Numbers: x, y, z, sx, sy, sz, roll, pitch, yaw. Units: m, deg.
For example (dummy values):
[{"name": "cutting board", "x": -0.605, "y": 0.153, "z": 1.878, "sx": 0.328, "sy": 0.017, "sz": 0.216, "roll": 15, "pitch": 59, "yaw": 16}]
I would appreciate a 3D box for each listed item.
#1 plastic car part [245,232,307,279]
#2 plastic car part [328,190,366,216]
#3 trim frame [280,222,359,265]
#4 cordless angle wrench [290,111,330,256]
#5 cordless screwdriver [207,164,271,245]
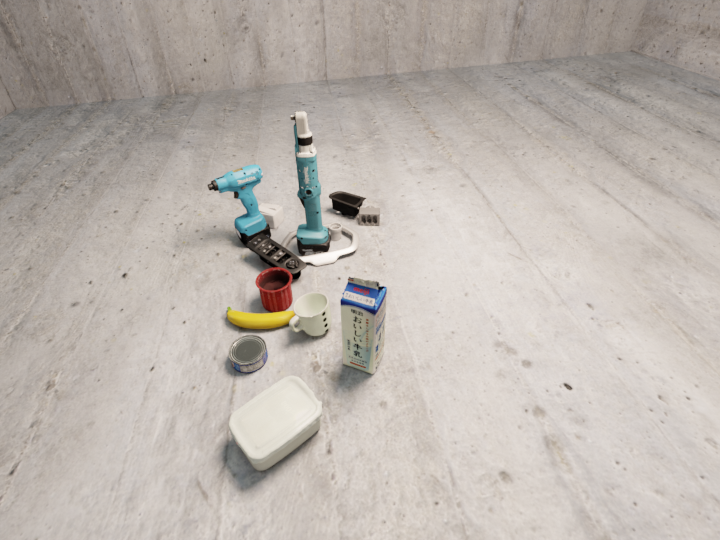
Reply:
[{"name": "plastic car part", "x": -0.237, "y": -0.031, "z": 1.201, "sx": 0.214, "sy": 0.065, "sz": 0.065, "roll": 27, "pitch": 47, "yaw": 33}, {"name": "plastic car part", "x": -0.047, "y": -0.215, "z": 1.404, "sx": 0.122, "sy": 0.068, "sz": 0.065, "roll": 20, "pitch": 44, "yaw": 27}, {"name": "trim frame", "x": -0.125, "y": -0.082, "z": 1.281, "sx": 0.246, "sy": 0.026, "sz": 0.193, "roll": -11, "pitch": 39, "yaw": -8}, {"name": "cordless angle wrench", "x": -0.141, "y": -0.225, "z": 1.156, "sx": 0.099, "sy": 0.409, "sz": 0.076, "roll": 1, "pitch": 38, "yaw": 3}, {"name": "cordless screwdriver", "x": -0.357, "y": -0.185, "z": 1.264, "sx": 0.155, "sy": 0.240, "sz": 0.079, "roll": -23, "pitch": 43, "yaw": -24}]
